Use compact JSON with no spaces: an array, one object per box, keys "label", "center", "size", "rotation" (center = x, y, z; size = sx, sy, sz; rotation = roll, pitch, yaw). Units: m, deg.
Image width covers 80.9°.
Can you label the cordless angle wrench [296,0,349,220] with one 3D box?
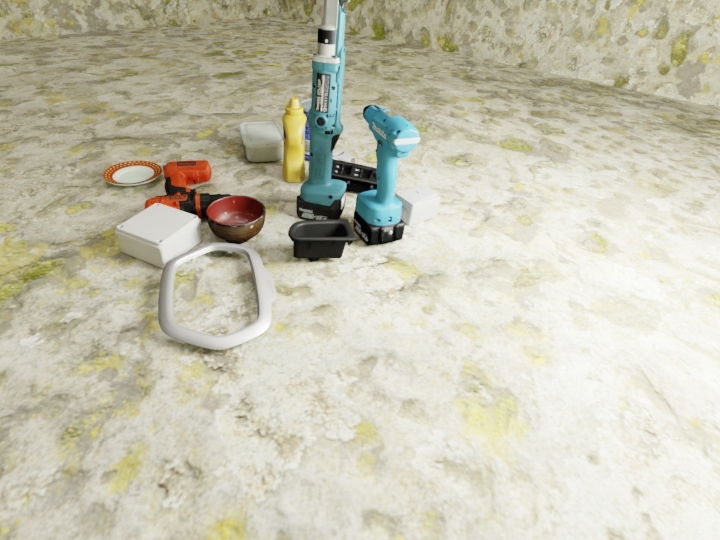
[{"label":"cordless angle wrench","center":[-0.066,-0.286,0.794],"size":[0.100,0.412,0.075],"rotation":[14,37,9]}]

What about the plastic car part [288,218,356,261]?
[{"label":"plastic car part","center":[-0.075,-0.049,0.767],"size":[0.114,0.069,0.069],"rotation":[-4,38,-12]}]

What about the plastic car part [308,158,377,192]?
[{"label":"plastic car part","center":[-0.019,-0.214,0.988],"size":[0.205,0.065,0.067],"rotation":[9,37,6]}]

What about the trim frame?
[{"label":"trim frame","center":[-0.230,0.031,0.685],"size":[0.180,0.027,0.261],"rotation":[-8,39,-15]}]

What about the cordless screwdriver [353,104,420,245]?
[{"label":"cordless screwdriver","center":[0.035,-0.182,0.805],"size":[0.072,0.242,0.168],"rotation":[-9,40,-21]}]
